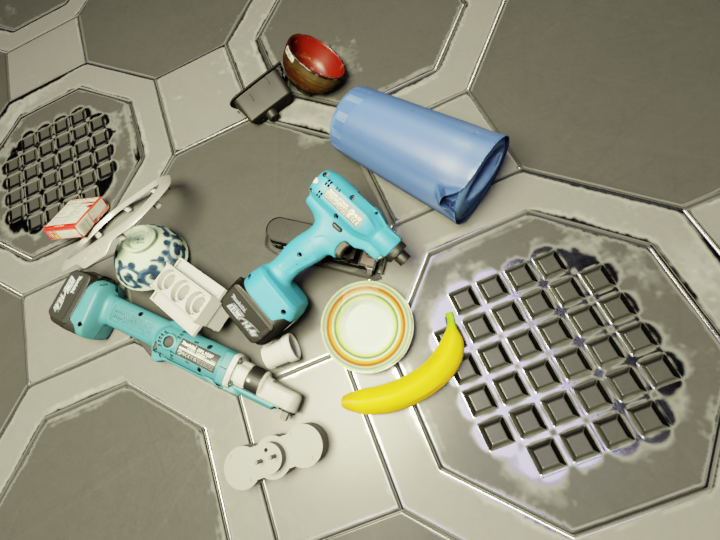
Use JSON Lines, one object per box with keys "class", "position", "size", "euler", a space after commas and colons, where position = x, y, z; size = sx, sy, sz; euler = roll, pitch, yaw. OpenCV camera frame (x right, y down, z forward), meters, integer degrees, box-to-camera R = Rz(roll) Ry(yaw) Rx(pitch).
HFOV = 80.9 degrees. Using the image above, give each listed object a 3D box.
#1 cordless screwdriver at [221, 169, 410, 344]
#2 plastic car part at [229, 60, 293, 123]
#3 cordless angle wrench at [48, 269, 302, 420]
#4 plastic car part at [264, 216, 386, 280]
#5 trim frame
{"class": "cordless screwdriver", "position": [-0.065, 0.004, 0.581], "size": [0.162, 0.073, 0.250], "euler": [45, 104, 8]}
{"class": "plastic car part", "position": [-0.168, -0.306, 0.765], "size": [0.117, 0.065, 0.072], "euler": [-38, 83, 2]}
{"class": "cordless angle wrench", "position": [-0.279, 0.112, 0.640], "size": [0.437, 0.072, 0.098], "euler": [19, 77, 17]}
{"class": "plastic car part", "position": [-0.063, -0.041, 0.644], "size": [0.210, 0.064, 0.066], "euler": [13, 83, 20]}
{"class": "trim frame", "position": [-0.399, -0.078, 0.697], "size": [0.254, 0.026, 0.189], "euler": [-24, 35, 21]}
